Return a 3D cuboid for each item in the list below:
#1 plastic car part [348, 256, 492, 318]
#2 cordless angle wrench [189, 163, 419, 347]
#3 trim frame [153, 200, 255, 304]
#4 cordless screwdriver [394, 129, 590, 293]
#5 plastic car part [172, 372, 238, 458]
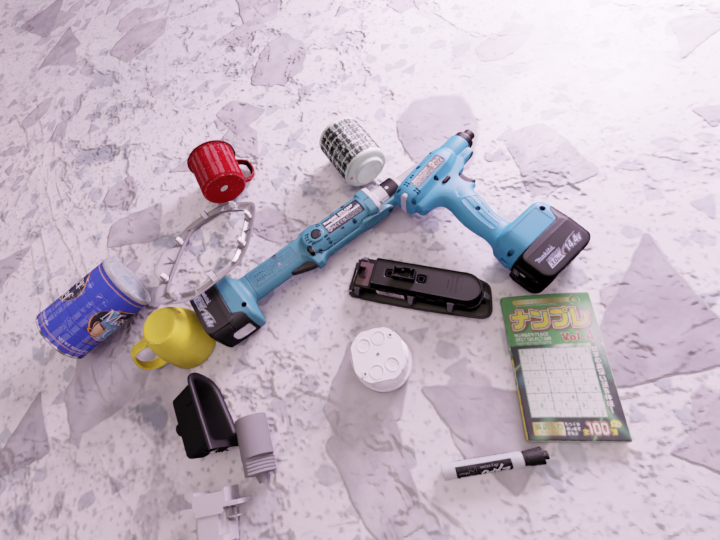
[{"bbox_3d":[0.083,0.016,0.598,0.210,0.064,0.067,12,62,18],"label":"plastic car part"},{"bbox_3d":[-0.065,-0.043,0.667,0.421,0.071,0.102,-36,64,-6],"label":"cordless angle wrench"},{"bbox_3d":[-0.257,-0.040,0.697,0.187,0.026,0.257,-22,40,14],"label":"trim frame"},{"bbox_3d":[0.190,-0.095,0.598,0.260,0.071,0.158,39,80,24],"label":"cordless screwdriver"},{"bbox_3d":[-0.229,0.214,0.598,0.071,0.062,0.122,-44,57,8],"label":"plastic car part"}]
